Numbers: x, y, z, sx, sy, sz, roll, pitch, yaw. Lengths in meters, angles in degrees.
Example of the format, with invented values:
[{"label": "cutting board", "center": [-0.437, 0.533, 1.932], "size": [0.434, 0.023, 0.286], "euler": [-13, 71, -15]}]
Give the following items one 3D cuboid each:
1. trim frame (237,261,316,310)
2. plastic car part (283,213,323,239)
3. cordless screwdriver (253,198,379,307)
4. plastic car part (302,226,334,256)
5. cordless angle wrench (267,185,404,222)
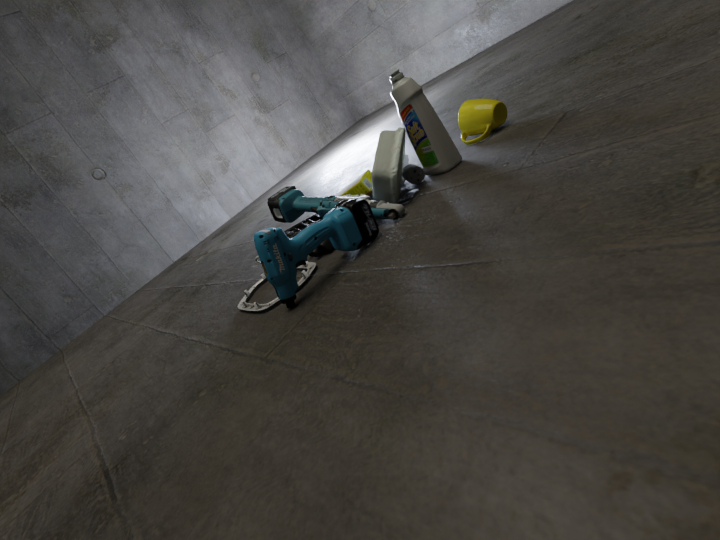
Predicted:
[{"label": "trim frame", "center": [-0.199, 0.029, 0.985], "size": [0.182, 0.027, 0.258], "euler": [-45, 21, -28]}, {"label": "plastic car part", "center": [-0.137, -0.105, 1.123], "size": [0.200, 0.065, 0.069], "euler": [-37, 22, -18]}, {"label": "cordless screwdriver", "center": [-0.079, -0.041, 0.846], "size": [0.243, 0.156, 0.077], "euler": [-26, 15, -25]}, {"label": "plastic car part", "center": [-0.098, -0.064, 1.004], "size": [0.122, 0.063, 0.071], "euler": [-3, 51, 51]}, {"label": "cordless angle wrench", "center": [-0.068, -0.156, 1.042], "size": [0.446, 0.071, 0.096], "euler": [11, 42, 44]}]
